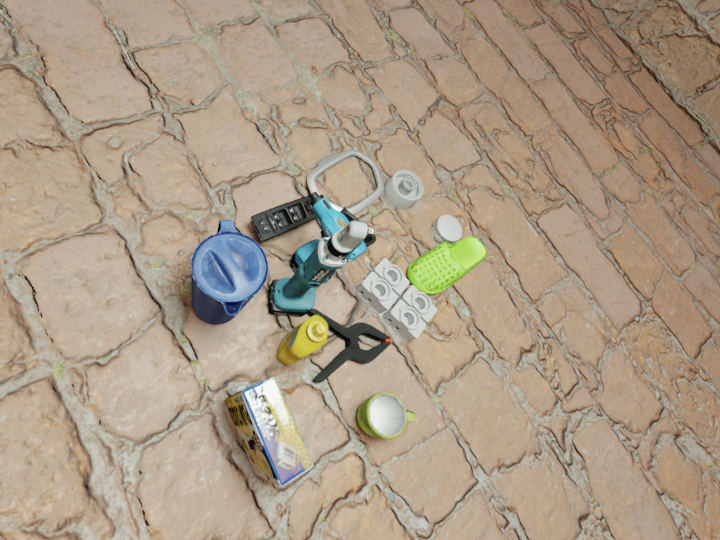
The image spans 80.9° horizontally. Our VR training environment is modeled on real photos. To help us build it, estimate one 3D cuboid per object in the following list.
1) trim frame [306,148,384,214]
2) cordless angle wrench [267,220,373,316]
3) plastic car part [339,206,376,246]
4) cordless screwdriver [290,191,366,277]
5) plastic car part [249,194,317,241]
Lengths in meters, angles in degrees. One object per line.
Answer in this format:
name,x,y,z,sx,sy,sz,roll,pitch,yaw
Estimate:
trim frame,-0.038,-0.248,1.169,0.244,0.028,0.186,-40,85,-30
cordless angle wrench,-0.088,0.003,0.809,0.095,0.427,0.076,8,68,-22
plastic car part,-0.026,-0.092,1.079,0.116,0.071,0.065,42,60,-1
cordless screwdriver,-0.092,-0.060,0.937,0.073,0.251,0.161,-32,85,-31
plastic car part,-0.177,-0.127,1.040,0.198,0.068,0.067,-29,82,-29
